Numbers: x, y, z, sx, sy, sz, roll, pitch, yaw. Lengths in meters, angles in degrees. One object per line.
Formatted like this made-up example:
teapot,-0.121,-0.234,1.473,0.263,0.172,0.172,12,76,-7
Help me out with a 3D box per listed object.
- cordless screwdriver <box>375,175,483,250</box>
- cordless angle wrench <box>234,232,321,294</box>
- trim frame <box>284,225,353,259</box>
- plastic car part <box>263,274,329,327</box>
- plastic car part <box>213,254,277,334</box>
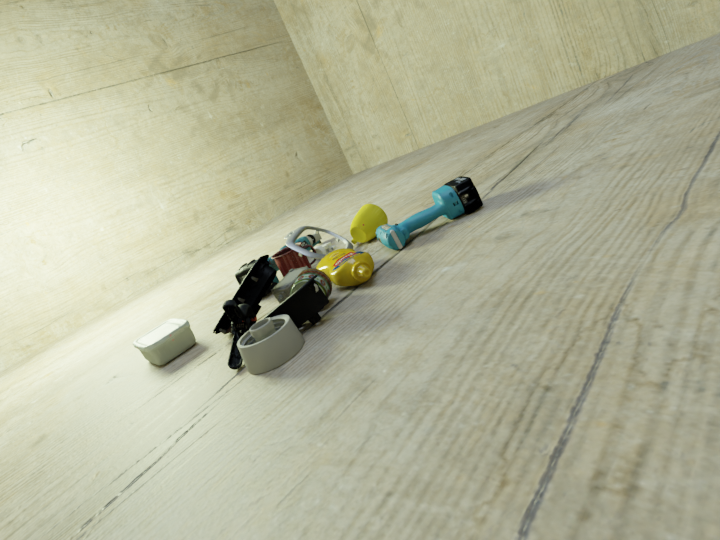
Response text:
cordless screwdriver,0.152,-0.135,1.019,0.249,0.073,0.163,-30,15,-1
cordless angle wrench,-0.218,-0.045,1.280,0.076,0.096,0.417,-23,12,28
trim frame,-0.110,-0.072,1.129,0.185,0.027,0.250,17,22,1
plastic car part,-0.106,0.069,0.767,0.118,0.071,0.065,-35,3,25
plastic car part,-0.245,0.059,0.925,0.203,0.069,0.064,-62,-17,3
